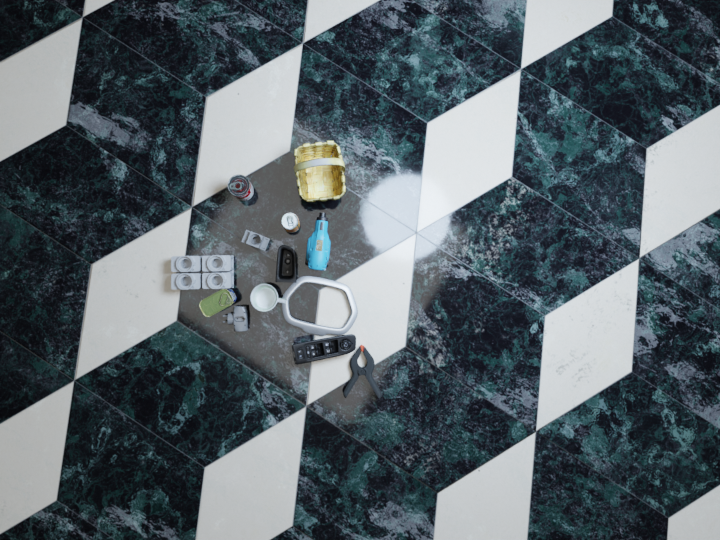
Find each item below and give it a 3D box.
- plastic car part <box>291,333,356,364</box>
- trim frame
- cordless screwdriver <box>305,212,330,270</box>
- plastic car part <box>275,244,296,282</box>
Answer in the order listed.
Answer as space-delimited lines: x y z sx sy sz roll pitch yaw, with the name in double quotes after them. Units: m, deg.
-0.113 0.243 1.336 0.202 0.067 0.066 -10 89 -2 "plastic car part"
-0.132 0.117 1.363 0.248 0.027 0.184 11 86 0 "trim frame"
-0.124 -0.081 1.264 0.074 0.250 0.159 6 89 -6 "cordless screwdriver"
-0.234 -0.021 1.348 0.066 0.071 0.117 2 87 -4 "plastic car part"
